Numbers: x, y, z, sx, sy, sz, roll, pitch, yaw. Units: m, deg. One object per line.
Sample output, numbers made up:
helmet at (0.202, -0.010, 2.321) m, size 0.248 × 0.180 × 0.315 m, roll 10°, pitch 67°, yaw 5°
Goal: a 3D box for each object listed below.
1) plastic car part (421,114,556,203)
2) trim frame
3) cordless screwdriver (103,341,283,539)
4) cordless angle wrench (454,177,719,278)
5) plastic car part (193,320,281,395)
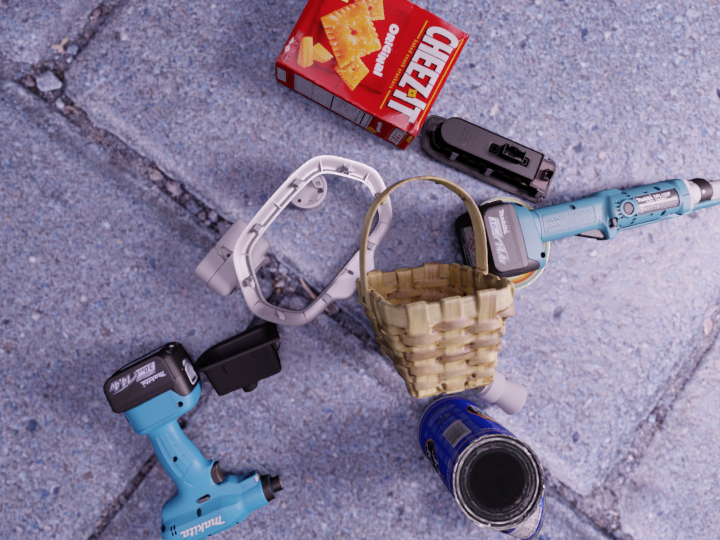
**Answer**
plastic car part at (0.182, -0.161, 0.591) m, size 0.203 × 0.067 × 0.066 m, roll 23°, pitch 94°, yaw 1°
trim frame at (-0.055, -0.036, 0.558) m, size 0.248 × 0.029 × 0.175 m, roll -50°, pitch 123°, yaw -7°
cordless screwdriver at (-0.213, 0.216, 0.548) m, size 0.158 × 0.075 × 0.248 m, roll -22°, pitch 92°, yaw -4°
cordless angle wrench at (0.342, -0.078, 0.579) m, size 0.416 × 0.075 × 0.098 m, roll -13°, pitch 89°, yaw -11°
plastic car part at (-0.152, 0.125, 0.562) m, size 0.116 × 0.068 × 0.069 m, roll -26°, pitch 107°, yaw -5°
